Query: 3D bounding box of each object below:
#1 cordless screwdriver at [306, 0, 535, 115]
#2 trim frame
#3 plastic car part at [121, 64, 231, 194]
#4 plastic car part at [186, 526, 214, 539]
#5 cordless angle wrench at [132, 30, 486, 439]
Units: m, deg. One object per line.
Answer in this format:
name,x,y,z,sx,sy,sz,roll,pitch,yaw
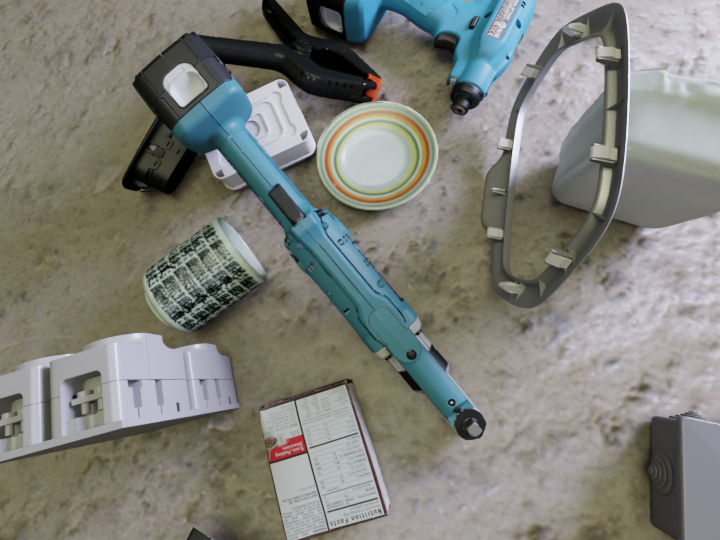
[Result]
cordless screwdriver,0.050,-0.280,0.481,0.255,0.072,0.159,26,80,13
trim frame,0.148,-0.091,0.347,0.027,0.183,0.251,11,77,-6
plastic car part,-0.209,-0.172,0.508,0.066,0.067,0.203,32,79,-10
plastic car part,-0.134,0.287,0.342,0.068,0.068,0.117,20,62,14
cordless angle wrench,-0.037,-0.024,0.383,0.074,0.097,0.426,-40,86,0
